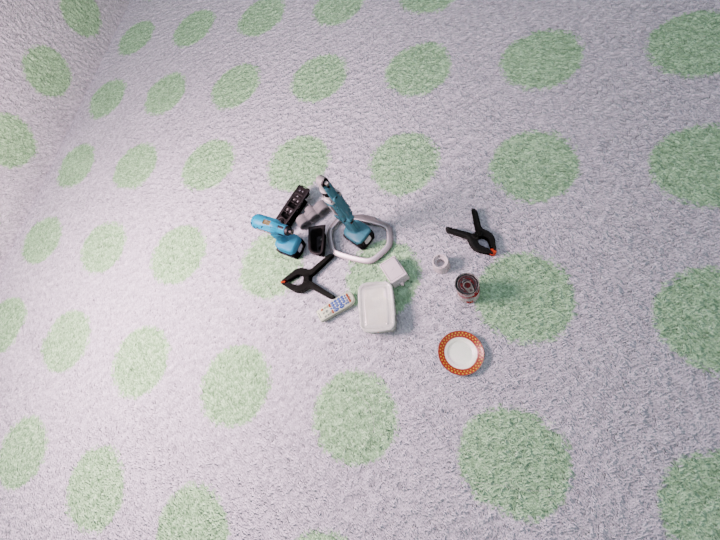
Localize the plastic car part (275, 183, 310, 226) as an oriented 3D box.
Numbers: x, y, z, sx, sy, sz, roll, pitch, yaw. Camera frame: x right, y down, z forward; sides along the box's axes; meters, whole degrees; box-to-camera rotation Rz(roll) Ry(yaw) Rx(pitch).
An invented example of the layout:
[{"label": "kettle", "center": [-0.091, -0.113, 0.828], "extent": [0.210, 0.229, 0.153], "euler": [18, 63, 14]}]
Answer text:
[{"label": "plastic car part", "center": [-0.263, -0.230, 1.624], "extent": [0.070, 0.064, 0.203], "euler": [33, 83, 27]}]

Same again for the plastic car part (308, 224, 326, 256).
[{"label": "plastic car part", "center": [-0.149, -0.097, 1.524], "extent": [0.068, 0.067, 0.119], "euler": [-8, 67, 16]}]

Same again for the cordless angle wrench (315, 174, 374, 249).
[{"label": "cordless angle wrench", "center": [-0.055, -0.185, 1.331], "extent": [0.103, 0.403, 0.074], "euler": [36, 84, 26]}]

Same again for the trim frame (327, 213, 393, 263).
[{"label": "trim frame", "center": [-0.005, -0.118, 1.500], "extent": [0.259, 0.026, 0.185], "euler": [13, 74, 25]}]

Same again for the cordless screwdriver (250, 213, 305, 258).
[{"label": "cordless screwdriver", "center": [-0.262, -0.114, 1.477], "extent": [0.166, 0.237, 0.074], "euler": [19, 77, 24]}]
